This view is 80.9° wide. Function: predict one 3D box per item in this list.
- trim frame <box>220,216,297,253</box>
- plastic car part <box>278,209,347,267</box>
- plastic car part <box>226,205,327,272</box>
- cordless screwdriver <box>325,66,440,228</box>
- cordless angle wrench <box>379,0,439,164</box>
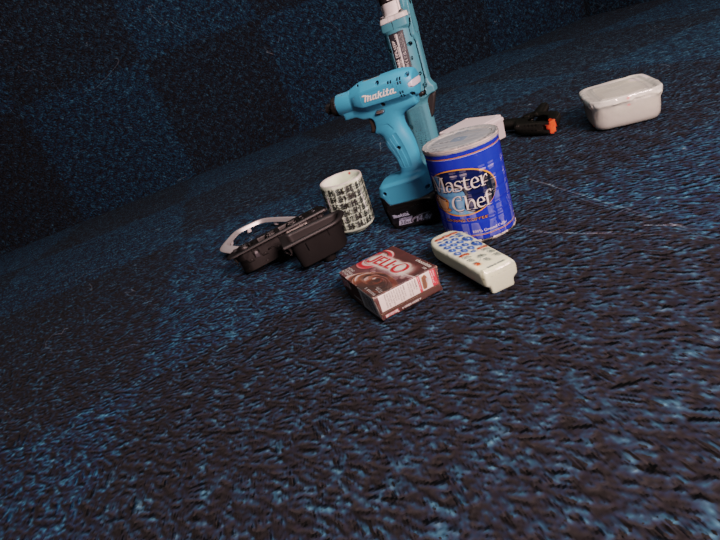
[{"bbox_3d":[-0.197,-0.079,0.916,0.261,0.026,0.181,3,34,41],"label":"trim frame"},{"bbox_3d":[-0.069,-0.045,0.703,0.116,0.068,0.068,-24,24,-5],"label":"plastic car part"},{"bbox_3d":[-0.150,-0.055,0.789,0.201,0.065,0.069,-25,24,-7],"label":"plastic car part"},{"bbox_3d":[0.045,-0.195,0.710,0.166,0.241,0.074,-5,26,32],"label":"cordless screwdriver"},{"bbox_3d":[0.093,-0.324,0.729,0.102,0.409,0.073,-5,26,33],"label":"cordless angle wrench"}]
